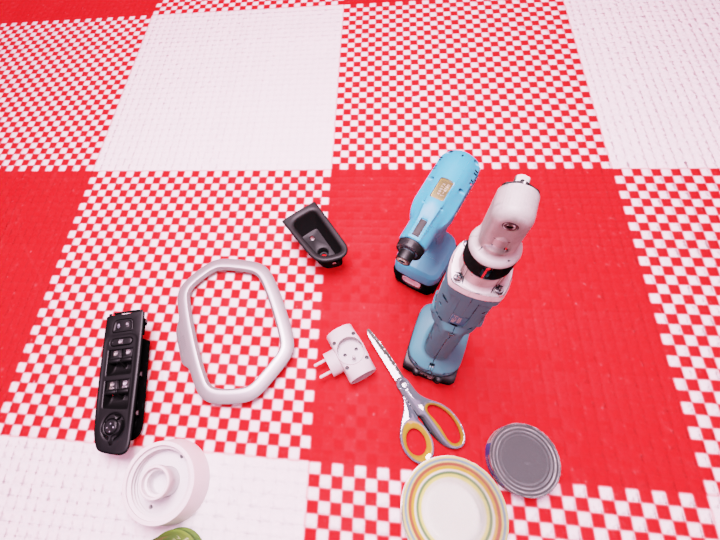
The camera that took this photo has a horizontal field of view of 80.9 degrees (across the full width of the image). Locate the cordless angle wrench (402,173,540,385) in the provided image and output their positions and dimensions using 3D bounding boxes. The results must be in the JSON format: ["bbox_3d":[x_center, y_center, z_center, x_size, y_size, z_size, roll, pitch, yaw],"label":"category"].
[{"bbox_3d":[0.105,0.040,0.454,0.076,0.410,0.098,19,68,10],"label":"cordless angle wrench"}]

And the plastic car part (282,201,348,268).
[{"bbox_3d":[-0.069,-0.045,0.706,0.065,0.069,0.121,-33,66,-11],"label":"plastic car part"}]

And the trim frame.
[{"bbox_3d":[-0.209,0.088,0.680,0.183,0.026,0.258,-23,64,-5],"label":"trim frame"}]

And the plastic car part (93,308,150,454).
[{"bbox_3d":[-0.354,0.167,0.637,0.066,0.065,0.209,-7,64,1],"label":"plastic car part"}]

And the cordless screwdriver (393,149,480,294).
[{"bbox_3d":[0.089,-0.034,0.586,0.077,0.241,0.159,28,70,13],"label":"cordless screwdriver"}]
